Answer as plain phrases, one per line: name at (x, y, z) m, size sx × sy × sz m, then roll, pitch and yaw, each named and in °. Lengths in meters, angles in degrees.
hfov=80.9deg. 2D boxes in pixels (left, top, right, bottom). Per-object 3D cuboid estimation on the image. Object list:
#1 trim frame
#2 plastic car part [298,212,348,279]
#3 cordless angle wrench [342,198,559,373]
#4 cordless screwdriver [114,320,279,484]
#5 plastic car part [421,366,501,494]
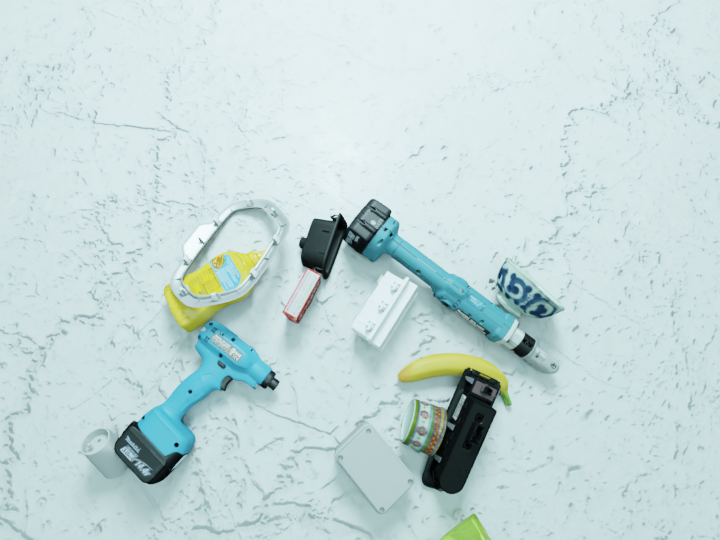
trim frame at (-0.230, -0.040, 0.742) m, size 0.193 × 0.026 × 0.249 m, roll 12°, pitch 59°, yaw 27°
plastic car part at (-0.076, -0.050, 0.778) m, size 0.073 × 0.063 × 0.117 m, roll 18°, pitch 78°, yaw 18°
cordless angle wrench at (0.160, 0.038, 0.734) m, size 0.428 × 0.097 × 0.074 m, roll 38°, pitch 74°, yaw 6°
cordless screwdriver at (-0.260, 0.225, 0.693) m, size 0.162 × 0.073 × 0.248 m, roll 34°, pitch 73°, yaw 8°
plastic car part at (0.166, 0.265, 0.670) m, size 0.065 × 0.068 × 0.203 m, roll 26°, pitch 91°, yaw -12°
